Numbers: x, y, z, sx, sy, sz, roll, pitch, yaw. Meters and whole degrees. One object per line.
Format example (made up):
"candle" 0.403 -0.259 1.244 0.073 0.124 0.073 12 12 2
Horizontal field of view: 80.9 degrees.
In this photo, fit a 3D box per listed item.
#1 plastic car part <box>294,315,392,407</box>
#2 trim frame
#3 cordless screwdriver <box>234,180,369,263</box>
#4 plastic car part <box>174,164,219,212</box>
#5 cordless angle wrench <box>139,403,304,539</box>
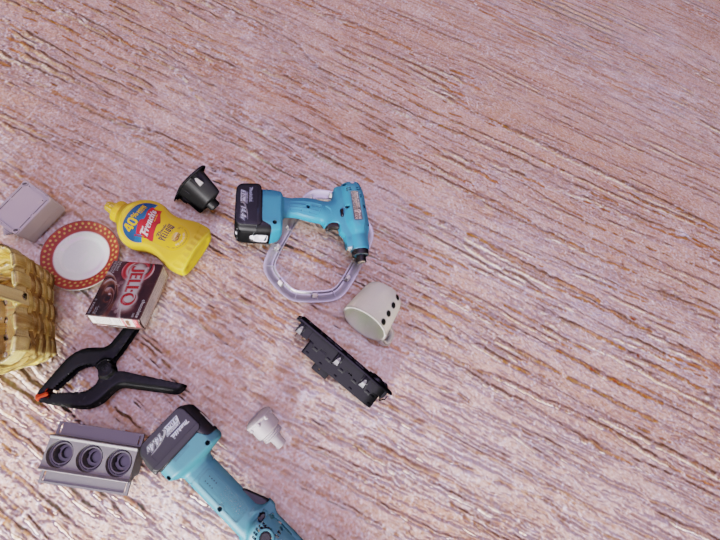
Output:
"plastic car part" -0.036 0.158 0.710 0.206 0.065 0.067 35 77 6
"trim frame" -0.079 -0.052 0.810 0.186 0.027 0.249 26 68 4
"cordless screwdriver" -0.104 -0.084 0.772 0.243 0.074 0.163 -3 69 -14
"plastic car part" -0.292 -0.140 0.778 0.069 0.121 0.065 49 67 -17
"cordless angle wrench" -0.137 0.373 0.605 0.429 0.074 0.097 42 68 7
